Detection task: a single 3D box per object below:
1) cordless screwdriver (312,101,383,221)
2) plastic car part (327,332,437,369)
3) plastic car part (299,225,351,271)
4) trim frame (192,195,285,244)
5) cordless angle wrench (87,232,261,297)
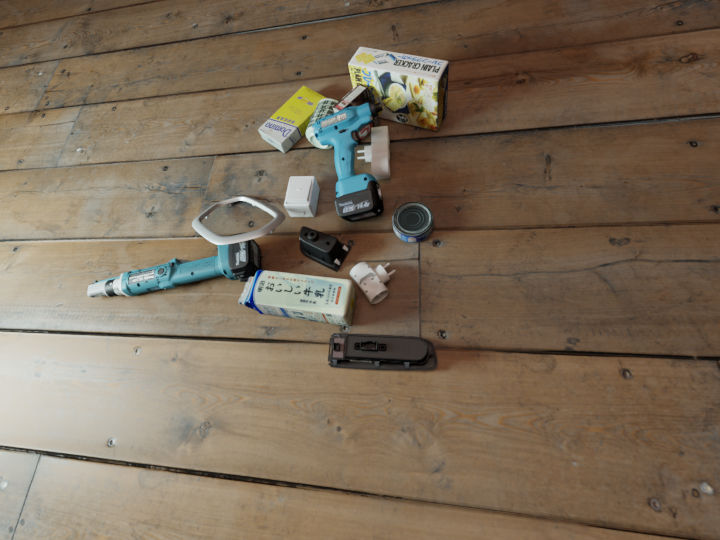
[{"bbox_3d":[-0.004,-0.239,0.919,0.163,0.071,0.253,-18,78,17],"label":"cordless screwdriver"},{"bbox_3d":[0.038,0.144,0.780,0.207,0.064,0.068,2,58,11],"label":"plastic car part"},{"bbox_3d":[-0.088,-0.058,0.903,0.121,0.068,0.066,25,71,19],"label":"plastic car part"},{"bbox_3d":[-0.274,-0.116,0.950,0.180,0.026,0.263,-33,37,-26],"label":"trim frame"},{"bbox_3d":[-0.435,0.010,0.959,0.429,0.071,0.101,-12,63,10],"label":"cordless angle wrench"}]
